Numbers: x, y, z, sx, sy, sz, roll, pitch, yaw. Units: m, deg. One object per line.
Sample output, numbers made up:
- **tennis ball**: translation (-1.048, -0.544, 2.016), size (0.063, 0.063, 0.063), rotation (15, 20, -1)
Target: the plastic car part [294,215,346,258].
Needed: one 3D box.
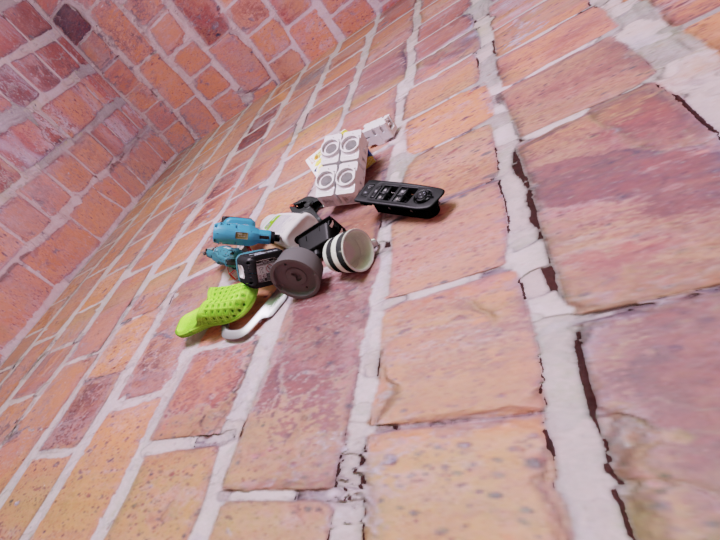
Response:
- **plastic car part**: translation (-0.095, -0.062, 0.974), size (0.119, 0.062, 0.074), rotation (-30, 47, 23)

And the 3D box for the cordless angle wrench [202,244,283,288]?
- **cordless angle wrench**: translation (-0.323, -0.030, 1.090), size (0.094, 0.073, 0.444), rotation (-15, 15, -33)

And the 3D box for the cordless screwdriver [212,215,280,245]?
- **cordless screwdriver**: translation (-0.302, -0.099, 1.115), size (0.256, 0.156, 0.074), rotation (-151, 66, -73)

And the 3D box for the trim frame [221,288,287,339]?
- **trim frame**: translation (-0.239, 0.061, 0.999), size (0.194, 0.026, 0.247), rotation (12, 58, 52)

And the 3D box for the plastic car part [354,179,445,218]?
- **plastic car part**: translation (0.082, -0.141, 0.868), size (0.214, 0.064, 0.066), rotation (13, 52, 48)
